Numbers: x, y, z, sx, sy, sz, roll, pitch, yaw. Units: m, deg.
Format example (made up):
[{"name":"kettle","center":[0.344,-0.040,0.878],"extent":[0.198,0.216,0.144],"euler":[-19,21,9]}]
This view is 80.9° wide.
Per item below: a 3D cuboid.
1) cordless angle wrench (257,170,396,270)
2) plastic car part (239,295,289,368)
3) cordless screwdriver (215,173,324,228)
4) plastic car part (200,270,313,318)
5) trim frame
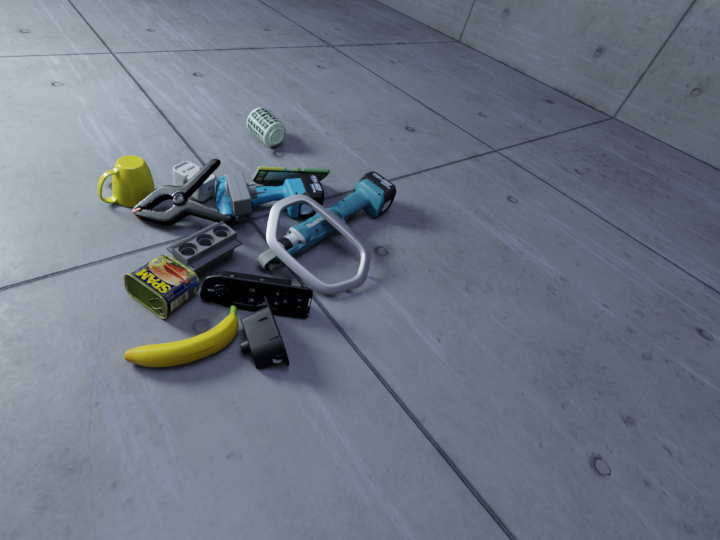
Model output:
[{"name":"cordless angle wrench","center":[-0.074,-0.114,0.978],"extent":[0.101,0.073,0.414],"euler":[39,50,17]},{"name":"plastic car part","center":[-0.170,0.115,0.719],"extent":[0.070,0.064,0.122],"euler":[-16,53,-12]},{"name":"cordless screwdriver","center":[-0.209,-0.158,0.985],"extent":[0.244,0.073,0.166],"euler":[-3,47,-14]},{"name":"plastic car part","center":[-0.193,0.035,0.789],"extent":[0.200,0.065,0.069],"euler":[7,33,-9]},{"name":"trim frame","center":[-0.087,-0.057,0.886],"extent":[0.249,0.028,0.183],"euler":[39,57,1]}]
